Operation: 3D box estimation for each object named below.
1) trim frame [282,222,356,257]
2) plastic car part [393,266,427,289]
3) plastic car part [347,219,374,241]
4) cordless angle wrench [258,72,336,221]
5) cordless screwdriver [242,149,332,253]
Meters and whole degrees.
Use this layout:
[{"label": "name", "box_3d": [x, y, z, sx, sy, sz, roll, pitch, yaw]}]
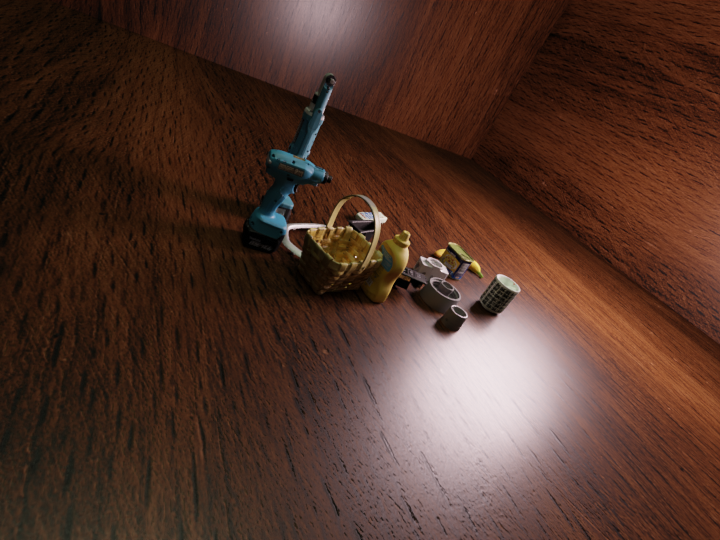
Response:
[{"label": "trim frame", "box_3d": [-0.115, -0.075, 1.177, 0.237, 0.027, 0.194, -4, 40, -45]}, {"label": "plastic car part", "box_3d": [0.079, 0.002, 1.167, 0.203, 0.067, 0.066, 27, 27, 1]}, {"label": "plastic car part", "box_3d": [0.006, -0.114, 1.302, 0.111, 0.070, 0.069, -6, 43, -47]}, {"label": "cordless angle wrench", "box_3d": [-0.164, -0.317, 1.126, 0.071, 0.421, 0.103, 14, 31, -28]}, {"label": "cordless screwdriver", "box_3d": [-0.183, -0.159, 1.023, 0.153, 0.247, 0.077, 17, 29, -22]}]
